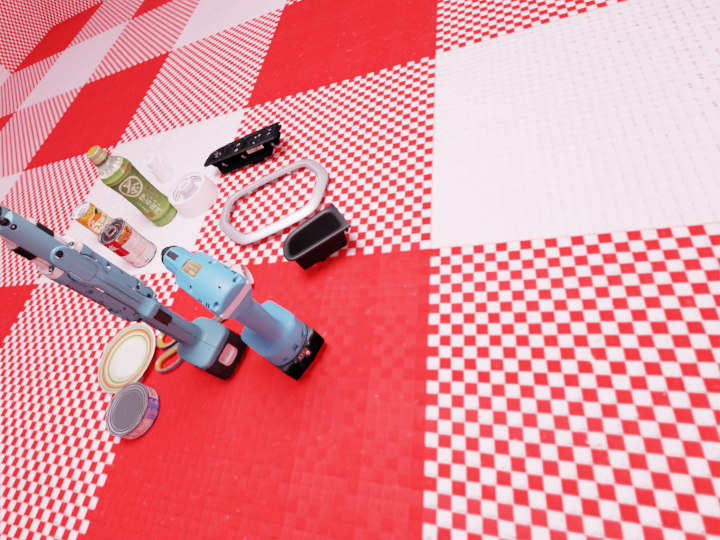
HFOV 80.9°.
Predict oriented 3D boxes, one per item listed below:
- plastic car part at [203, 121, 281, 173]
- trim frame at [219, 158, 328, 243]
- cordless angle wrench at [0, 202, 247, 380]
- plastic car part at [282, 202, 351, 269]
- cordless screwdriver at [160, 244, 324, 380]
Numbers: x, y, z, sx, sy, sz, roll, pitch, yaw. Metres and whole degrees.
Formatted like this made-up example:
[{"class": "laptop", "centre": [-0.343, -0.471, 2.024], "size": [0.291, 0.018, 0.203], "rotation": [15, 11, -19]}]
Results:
[{"class": "plastic car part", "centre": [-0.261, -0.269, 0.957], "size": [0.208, 0.063, 0.068], "rotation": [-11, 55, 20]}, {"class": "trim frame", "centre": [-0.177, -0.143, 0.855], "size": [0.251, 0.026, 0.192], "rotation": [-27, 51, 9]}, {"class": "cordless angle wrench", "centre": [-0.302, 0.037, 0.554], "size": [0.103, 0.400, 0.074], "rotation": [13, 65, 31]}, {"class": "plastic car part", "centre": [-0.069, -0.045, 0.709], "size": [0.116, 0.067, 0.069], "rotation": [-36, 51, 1]}, {"class": "cordless screwdriver", "centre": [-0.160, 0.053, 0.579], "size": [0.168, 0.235, 0.074], "rotation": [25, 71, 35]}]
